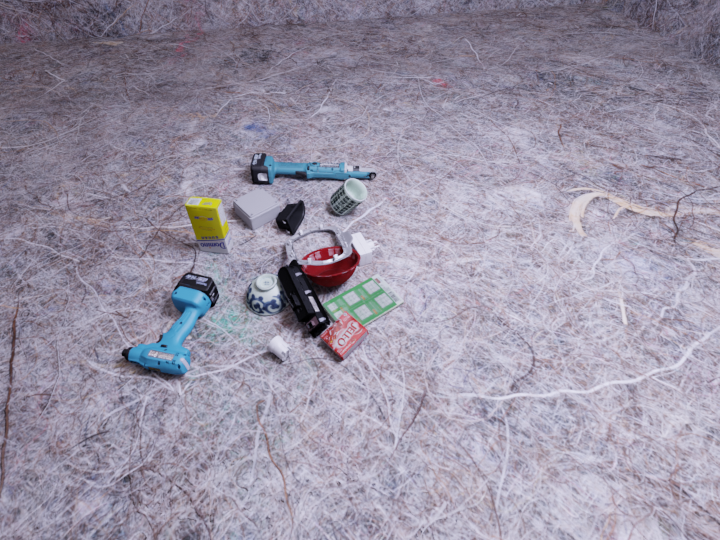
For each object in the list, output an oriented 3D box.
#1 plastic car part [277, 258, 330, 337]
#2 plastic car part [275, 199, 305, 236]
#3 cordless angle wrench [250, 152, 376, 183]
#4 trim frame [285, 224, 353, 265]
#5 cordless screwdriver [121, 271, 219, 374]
[{"bbox_3d":[-0.150,0.063,1.028,0.064,0.067,0.212,5,46,-42],"label":"plastic car part"},{"bbox_3d":[-0.219,-0.165,1.288,0.073,0.063,0.118,0,42,20],"label":"plastic car part"},{"bbox_3d":[-0.158,-0.341,1.440,0.425,0.072,0.100,3,47,3],"label":"cordless angle wrench"},{"bbox_3d":[-0.114,-0.075,1.165,0.183,0.027,0.258,-12,27,-7],"label":"trim frame"},{"bbox_3d":[-0.451,0.122,1.021,0.162,0.072,0.253,6,51,8],"label":"cordless screwdriver"}]
